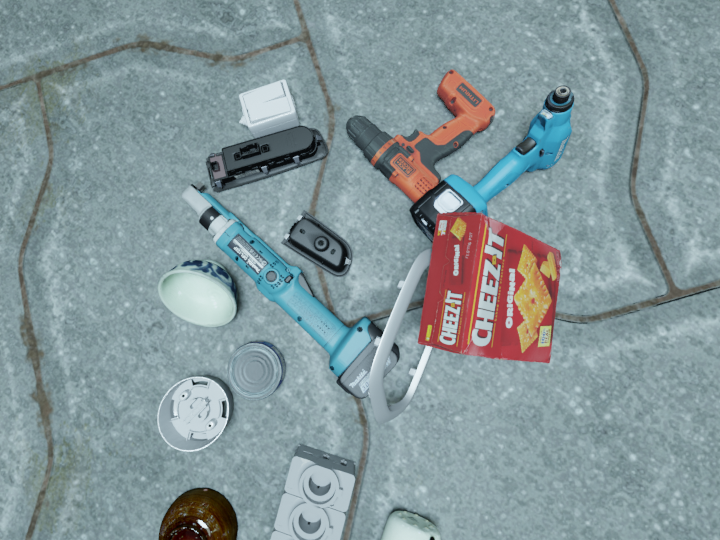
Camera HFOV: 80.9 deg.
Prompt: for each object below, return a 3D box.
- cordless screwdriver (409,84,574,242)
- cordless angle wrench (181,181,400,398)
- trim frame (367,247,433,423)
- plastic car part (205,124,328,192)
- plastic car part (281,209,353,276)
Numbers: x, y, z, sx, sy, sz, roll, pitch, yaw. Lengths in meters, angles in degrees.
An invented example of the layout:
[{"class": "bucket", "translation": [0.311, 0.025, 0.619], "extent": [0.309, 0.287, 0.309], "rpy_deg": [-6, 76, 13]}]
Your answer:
[{"class": "cordless screwdriver", "translation": [0.188, -0.136, 0.591], "extent": [0.249, 0.153, 0.077], "rpy_deg": [-39, 68, 0]}, {"class": "cordless angle wrench", "translation": [-0.128, 0.011, 0.646], "extent": [0.433, 0.073, 0.098], "rpy_deg": [42, 87, 11]}, {"class": "trim frame", "translation": [0.071, 0.081, 0.562], "extent": [0.029, 0.174, 0.249], "rpy_deg": [13, 75, 33]}, {"class": "plastic car part", "translation": [-0.155, -0.191, 0.682], "extent": [0.203, 0.065, 0.068], "rpy_deg": [-15, 76, 0]}, {"class": "plastic car part", "translation": [-0.063, -0.041, 0.646], "extent": [0.119, 0.069, 0.066], "rpy_deg": [34, 87, 10]}]
